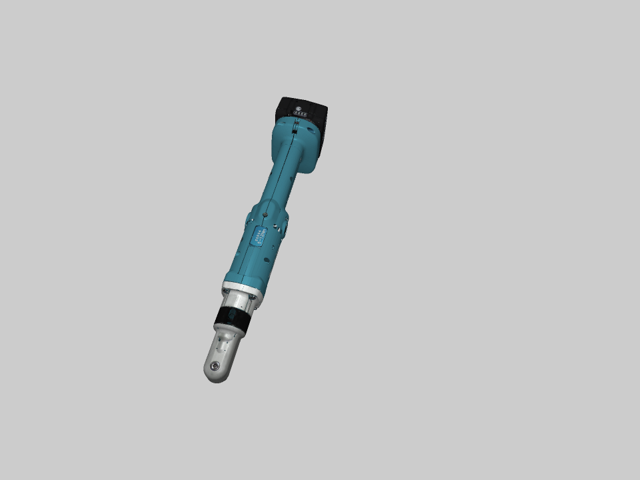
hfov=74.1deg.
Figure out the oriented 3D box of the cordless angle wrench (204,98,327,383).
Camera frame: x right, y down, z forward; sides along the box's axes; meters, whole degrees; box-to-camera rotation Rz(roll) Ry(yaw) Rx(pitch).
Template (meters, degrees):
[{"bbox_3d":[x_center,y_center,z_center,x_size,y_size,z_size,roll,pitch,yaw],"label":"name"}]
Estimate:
[{"bbox_3d":[-0.073,-0.020,0.575,0.074,0.421,0.098,14,-30,3],"label":"cordless angle wrench"}]
